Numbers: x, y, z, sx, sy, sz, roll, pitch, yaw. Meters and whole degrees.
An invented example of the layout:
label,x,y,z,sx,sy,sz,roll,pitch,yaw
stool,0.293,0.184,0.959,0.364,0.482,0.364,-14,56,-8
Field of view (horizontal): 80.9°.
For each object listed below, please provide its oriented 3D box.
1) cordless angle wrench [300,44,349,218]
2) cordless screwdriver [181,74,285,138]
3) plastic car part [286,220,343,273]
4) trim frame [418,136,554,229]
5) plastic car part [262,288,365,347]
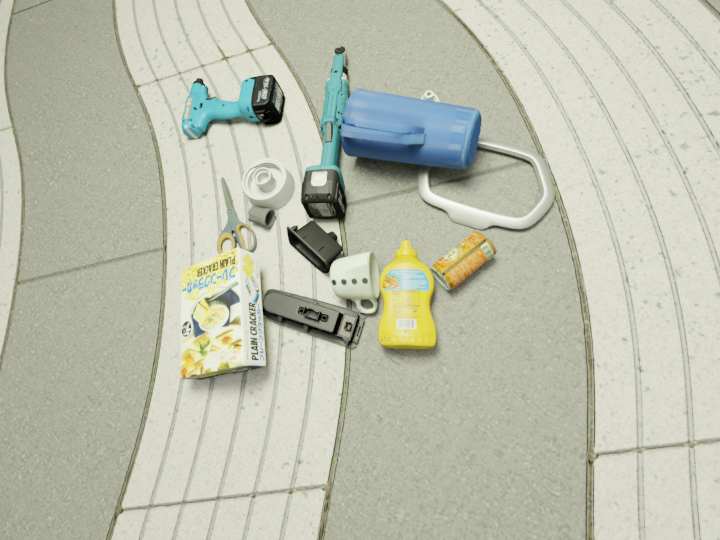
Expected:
label,x,y,z,sx,sy,sz,roll,pitch,yaw
cordless angle wrench,-0.059,-0.313,0.903,0.076,0.094,0.431,-1,67,11
cordless screwdriver,-0.307,-0.408,1.004,0.255,0.071,0.162,-4,70,17
plastic car part,-0.081,-0.053,0.827,0.121,0.064,0.070,38,69,19
trim frame,0.233,-0.168,0.802,0.257,0.026,0.185,20,76,18
plastic car part,-0.100,0.082,0.781,0.211,0.064,0.066,14,82,21
